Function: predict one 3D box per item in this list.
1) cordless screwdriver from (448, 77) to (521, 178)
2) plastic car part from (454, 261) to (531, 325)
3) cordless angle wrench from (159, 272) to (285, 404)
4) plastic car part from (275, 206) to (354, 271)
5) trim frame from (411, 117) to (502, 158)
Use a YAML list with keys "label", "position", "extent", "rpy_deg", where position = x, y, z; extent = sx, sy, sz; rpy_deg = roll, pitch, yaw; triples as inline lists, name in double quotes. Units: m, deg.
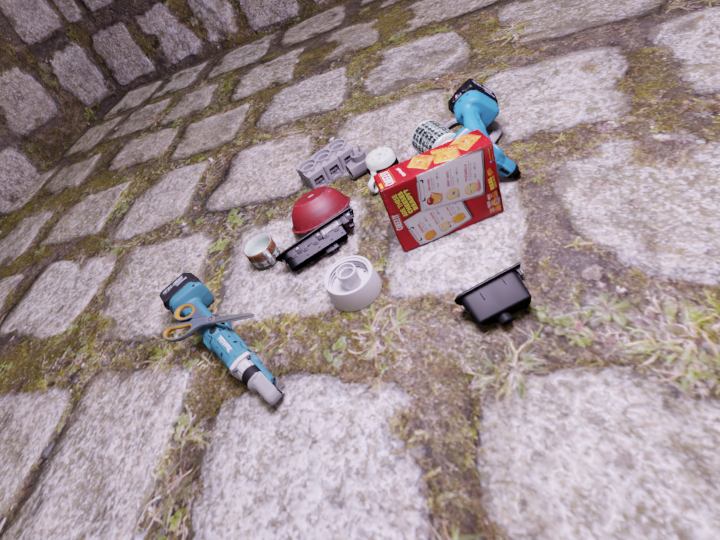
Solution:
- label: "cordless screwdriver"
  position: [0.272, -0.307, 0.926]
  extent: [0.075, 0.155, 0.254]
  rpy_deg: [-48, 23, 44]
- label: "plastic car part"
  position: [0.220, 0.050, 0.672]
  extent: [0.117, 0.063, 0.074]
  rpy_deg: [-31, 56, 3]
- label: "cordless angle wrench"
  position: [-0.286, 0.134, 0.861]
  extent: [0.097, 0.070, 0.448]
  rpy_deg: [-44, 46, -16]
- label: "plastic car part"
  position: [-0.093, -0.061, 0.947]
  extent: [0.202, 0.065, 0.068]
  rpy_deg: [-30, 82, -3]
- label: "trim frame"
  position: [0.228, -0.305, 1.029]
  extent: [0.195, 0.026, 0.247]
  rpy_deg: [23, 65, 41]
